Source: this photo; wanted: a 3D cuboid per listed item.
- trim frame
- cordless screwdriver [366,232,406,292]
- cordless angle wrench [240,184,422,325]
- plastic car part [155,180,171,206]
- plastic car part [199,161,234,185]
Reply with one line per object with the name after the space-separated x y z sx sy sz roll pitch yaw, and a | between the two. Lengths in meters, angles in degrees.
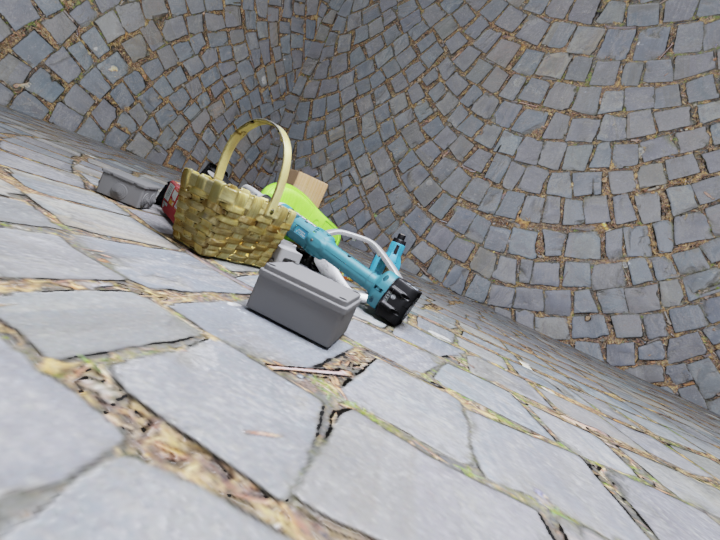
-0.008 -0.014 0.914 0.177 0.027 0.261 -3 42 -29 | trim frame
0.069 -0.017 1.087 0.075 0.159 0.247 24 3 1 | cordless screwdriver
-0.080 -0.053 0.822 0.438 0.074 0.094 36 5 18 | cordless angle wrench
-0.389 -0.154 1.019 0.070 0.066 0.195 36 9 20 | plastic car part
-0.275 -0.161 0.845 0.072 0.066 0.114 42 5 6 | plastic car part
